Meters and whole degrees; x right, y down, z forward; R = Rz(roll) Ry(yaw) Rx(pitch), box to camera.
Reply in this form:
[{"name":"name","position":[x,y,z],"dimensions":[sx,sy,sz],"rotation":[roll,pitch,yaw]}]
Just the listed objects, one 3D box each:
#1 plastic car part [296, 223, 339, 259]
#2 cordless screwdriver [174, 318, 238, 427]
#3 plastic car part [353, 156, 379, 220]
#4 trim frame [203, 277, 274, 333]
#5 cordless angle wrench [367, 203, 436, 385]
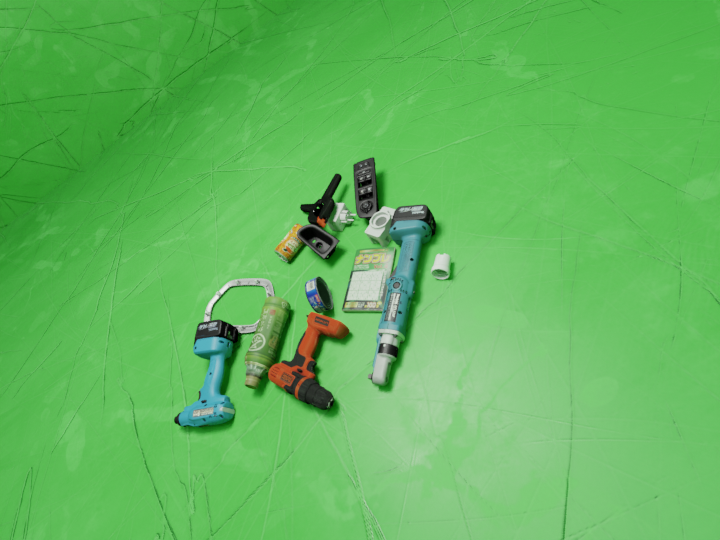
[{"name":"plastic car part","position":[-0.112,-0.073,1.144],"dimensions":[0.122,0.068,0.066],"rotation":[36,77,28]},{"name":"cordless screwdriver","position":[-0.384,0.255,1.049],"dimensions":[0.163,0.070,0.257],"rotation":[-18,57,19]},{"name":"plastic car part","position":[0.019,-0.217,1.176],"dimensions":[0.068,0.064,0.209],"rotation":[-11,55,15]},{"name":"trim frame","position":[-0.343,0.100,1.184],"dimensions":[0.259,0.026,0.187],"rotation":[-1,57,29]},{"name":"cordless angle wrench","position":[0.088,0.044,0.936],"dimensions":[0.102,0.070,0.428],"rotation":[-3,58,30]}]
